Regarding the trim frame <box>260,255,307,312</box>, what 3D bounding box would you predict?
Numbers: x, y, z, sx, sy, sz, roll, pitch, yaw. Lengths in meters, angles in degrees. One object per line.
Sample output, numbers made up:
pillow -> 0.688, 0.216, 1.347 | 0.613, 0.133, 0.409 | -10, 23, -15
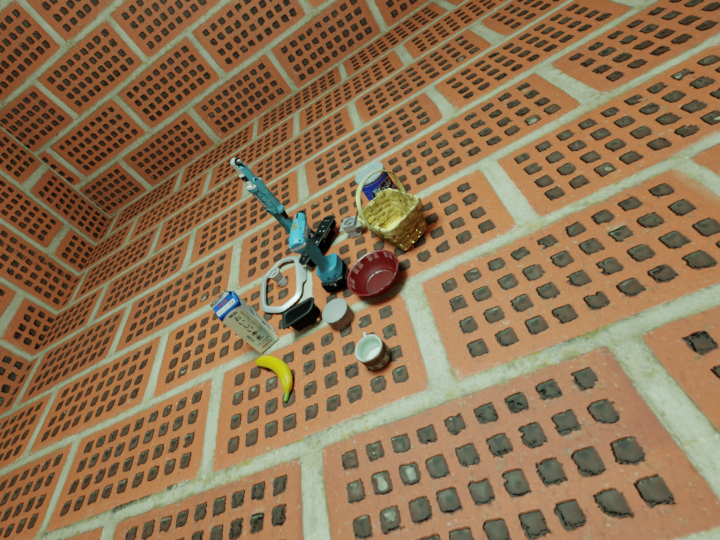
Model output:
trim frame -> -0.265, 0.046, 1.444 | 0.187, 0.026, 0.258 | -29, 39, 15

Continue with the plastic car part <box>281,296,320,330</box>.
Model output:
plastic car part -> -0.165, 0.136, 1.238 | 0.118, 0.067, 0.069 | -30, 38, 13

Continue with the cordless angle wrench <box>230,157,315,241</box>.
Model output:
cordless angle wrench -> -0.291, -0.216, 1.417 | 0.103, 0.401, 0.074 | 3, 53, 43

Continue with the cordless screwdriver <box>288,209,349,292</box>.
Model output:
cordless screwdriver -> -0.125, -0.057, 1.258 | 0.076, 0.236, 0.164 | -24, 39, 19

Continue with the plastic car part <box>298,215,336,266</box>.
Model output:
plastic car part -> -0.141, -0.092, 1.446 | 0.070, 0.063, 0.203 | 10, 60, 45
